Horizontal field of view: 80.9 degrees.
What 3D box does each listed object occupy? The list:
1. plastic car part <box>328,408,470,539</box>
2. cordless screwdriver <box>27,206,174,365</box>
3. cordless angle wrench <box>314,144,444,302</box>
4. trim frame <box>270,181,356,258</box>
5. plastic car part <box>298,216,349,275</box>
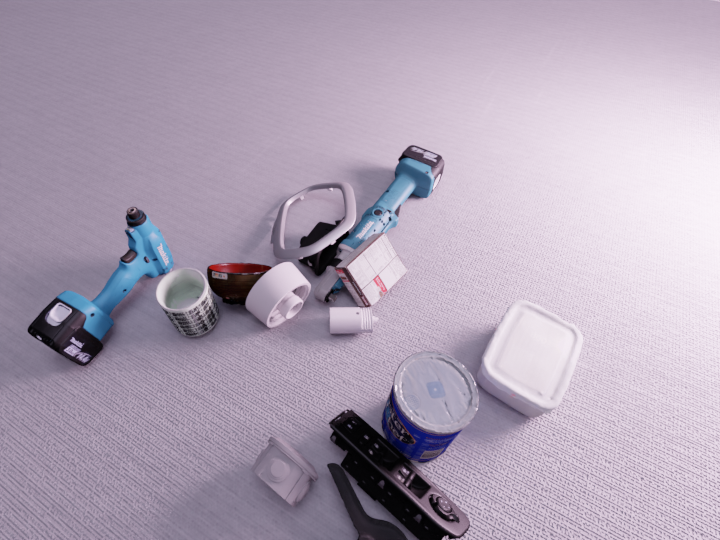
[{"bbox_3d":[0.039,0.274,0.547,0.212,0.063,0.067,30,95,24],"label":"plastic car part"},{"bbox_3d":[-0.418,0.019,0.696,0.076,0.154,0.249,22,56,13],"label":"cordless screwdriver"},{"bbox_3d":[0.035,-0.098,0.845,0.102,0.072,0.421,27,58,18],"label":"cordless angle wrench"},{"bbox_3d":[-0.096,-0.104,0.829,0.187,0.026,0.257,-20,39,10],"label":"trim frame"},{"bbox_3d":[-0.080,-0.052,0.815,0.074,0.063,0.116,22,56,29],"label":"plastic car part"}]
